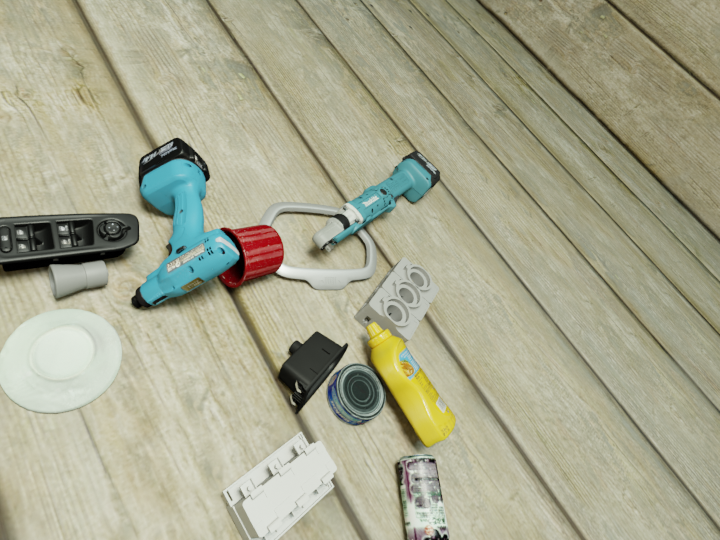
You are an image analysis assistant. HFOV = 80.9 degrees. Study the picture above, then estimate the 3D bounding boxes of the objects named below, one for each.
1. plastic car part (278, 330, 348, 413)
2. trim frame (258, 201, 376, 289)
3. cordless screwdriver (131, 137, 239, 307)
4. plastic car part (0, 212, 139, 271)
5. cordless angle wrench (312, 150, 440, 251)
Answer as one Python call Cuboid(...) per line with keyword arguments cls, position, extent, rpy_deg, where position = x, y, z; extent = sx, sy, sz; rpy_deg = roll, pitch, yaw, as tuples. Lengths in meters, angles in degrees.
Cuboid(cls="plastic car part", position=(-0.078, 0.136, 0.624), extent=(0.073, 0.065, 0.115), rpy_deg=(31, 42, 11))
Cuboid(cls="trim frame", position=(-0.076, -0.050, 0.782), extent=(0.238, 0.028, 0.191), rpy_deg=(2, 55, -31))
Cuboid(cls="cordless screwdriver", position=(-0.282, -0.072, 0.628), extent=(0.260, 0.160, 0.070), rpy_deg=(64, 8, 32))
Cuboid(cls="plastic car part", position=(-0.396, -0.033, 0.555), extent=(0.196, 0.067, 0.069), rpy_deg=(-13, 59, -32))
Cuboid(cls="cordless angle wrench", position=(0.035, -0.143, 0.865), extent=(0.099, 0.075, 0.415), rpy_deg=(45, 44, 5))
